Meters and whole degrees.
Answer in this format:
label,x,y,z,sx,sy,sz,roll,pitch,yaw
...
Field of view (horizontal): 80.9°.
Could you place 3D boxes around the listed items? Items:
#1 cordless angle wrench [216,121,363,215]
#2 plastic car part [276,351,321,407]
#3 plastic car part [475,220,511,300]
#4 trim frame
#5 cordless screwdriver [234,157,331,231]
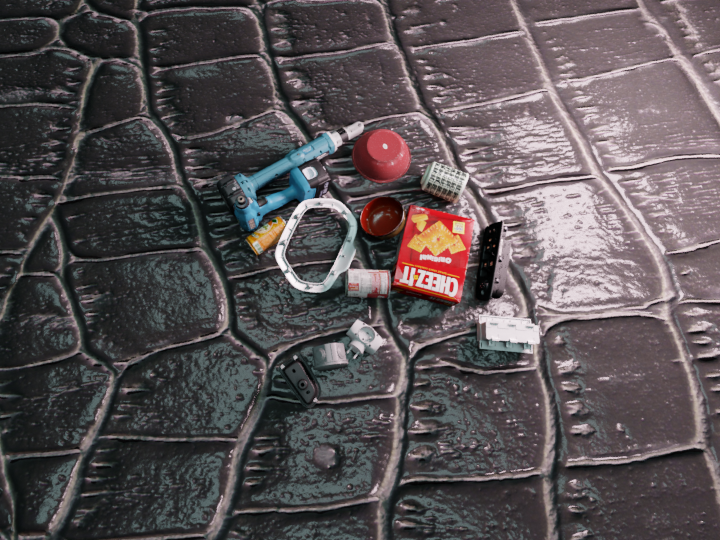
label,x,y,z,sx,sy,sz,roll,pitch,yaw
cordless angle wrench,-0.166,-0.284,1.099,0.418,0.097,0.076,-33,82,-13
plastic car part,-0.132,0.248,0.947,0.065,0.069,0.120,-34,75,-10
plastic car part,0.328,-0.016,1.037,0.064,0.068,0.204,25,72,-23
trim frame,-0.102,-0.067,1.045,0.180,0.028,0.249,28,72,-11
cordless screwdriver,-0.194,-0.190,1.033,0.246,0.157,0.076,-31,81,-12
